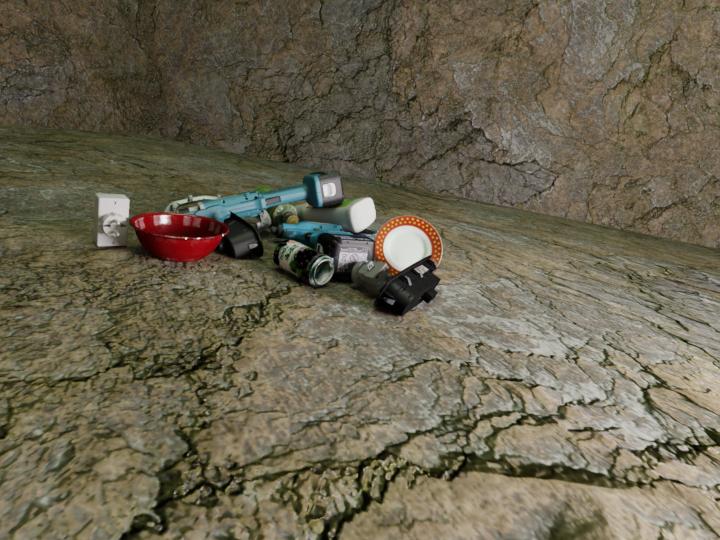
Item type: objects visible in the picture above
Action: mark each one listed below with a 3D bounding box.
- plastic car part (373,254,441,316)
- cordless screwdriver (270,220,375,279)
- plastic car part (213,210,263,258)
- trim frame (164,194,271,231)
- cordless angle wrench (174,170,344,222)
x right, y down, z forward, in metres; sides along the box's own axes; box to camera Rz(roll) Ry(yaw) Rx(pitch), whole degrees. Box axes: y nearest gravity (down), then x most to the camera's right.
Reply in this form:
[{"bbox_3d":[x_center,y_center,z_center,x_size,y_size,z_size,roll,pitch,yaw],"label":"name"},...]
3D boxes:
[{"bbox_3d":[0.084,0.030,0.690,0.069,0.066,0.195,45,28,18],"label":"plastic car part"},{"bbox_3d":[-0.082,-0.053,0.835,0.154,0.073,0.260,3,15,-22],"label":"cordless screwdriver"},{"bbox_3d":[-0.241,-0.058,0.793,0.069,0.064,0.123,-20,35,-33],"label":"plastic car part"},{"bbox_3d":[-0.327,-0.133,0.978,0.253,0.027,0.185,14,31,7],"label":"trim frame"},{"bbox_3d":[-0.237,-0.144,0.916,0.411,0.073,0.103,-18,19,-25],"label":"cordless angle wrench"}]
